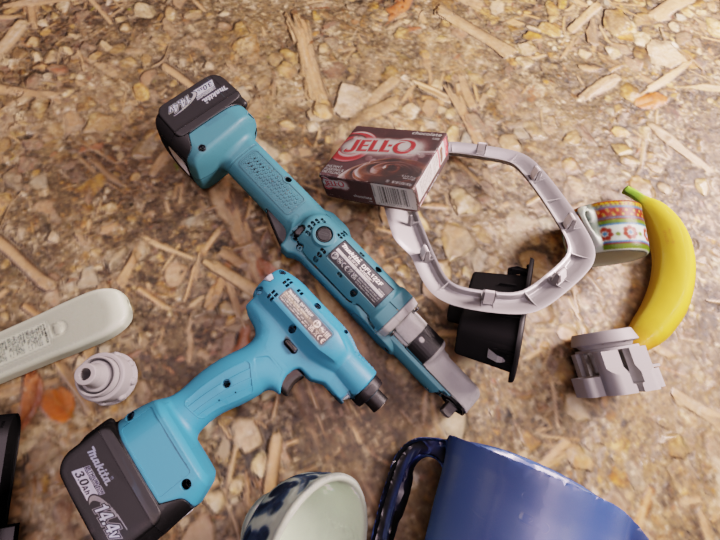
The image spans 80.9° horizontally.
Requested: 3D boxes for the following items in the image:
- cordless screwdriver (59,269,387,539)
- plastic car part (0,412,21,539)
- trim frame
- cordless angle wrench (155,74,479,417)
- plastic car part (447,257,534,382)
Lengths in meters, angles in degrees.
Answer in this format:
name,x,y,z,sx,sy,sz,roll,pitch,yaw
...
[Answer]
name,x,y,z,sx,sy,sz,roll,pitch,yaw
cordless screwdriver,-0.105,0.129,0.368,0.163,0.073,0.246,44,69,11
plastic car part,-0.309,0.203,0.333,0.065,0.066,0.208,-5,69,-18
trim frame,0.119,-0.062,0.436,0.185,0.026,0.258,-11,52,1
cordless angle wrench,-0.043,-0.028,0.435,0.097,0.073,0.432,-41,79,-17
plastic car part,0.123,0.042,0.408,0.074,0.063,0.116,12,42,25
